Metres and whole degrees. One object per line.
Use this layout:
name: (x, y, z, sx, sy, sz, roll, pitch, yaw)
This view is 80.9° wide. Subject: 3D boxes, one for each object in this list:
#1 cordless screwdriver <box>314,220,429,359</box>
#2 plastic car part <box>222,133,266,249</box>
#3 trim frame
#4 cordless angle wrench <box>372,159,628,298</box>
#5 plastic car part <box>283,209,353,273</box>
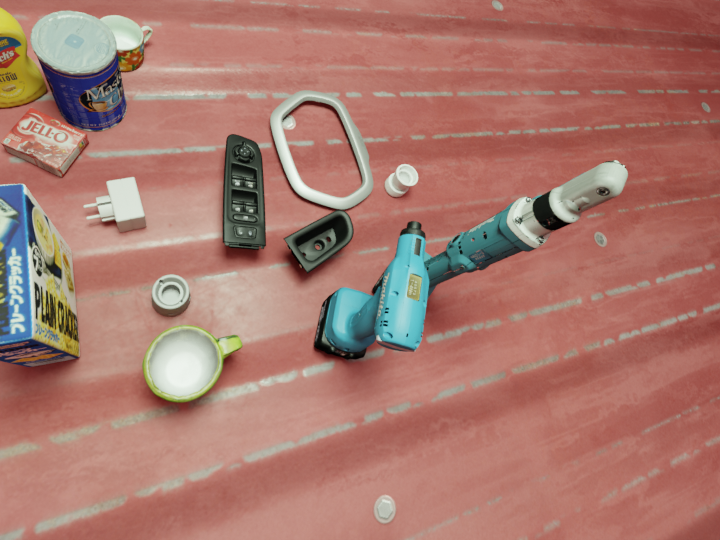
cordless screwdriver: (0.015, 0.040, 0.592, 0.072, 0.252, 0.161, 19, 67, -17)
plastic car part: (-0.191, -0.124, 0.684, 0.064, 0.068, 0.207, 2, 71, -21)
trim frame: (-0.067, -0.227, 0.786, 0.179, 0.028, 0.253, -16, 77, -23)
cordless angle wrench: (0.147, -0.027, 0.563, 0.074, 0.428, 0.097, 41, 63, -7)
plastic car part: (-0.068, -0.044, 0.694, 0.114, 0.072, 0.066, -34, 87, -27)
